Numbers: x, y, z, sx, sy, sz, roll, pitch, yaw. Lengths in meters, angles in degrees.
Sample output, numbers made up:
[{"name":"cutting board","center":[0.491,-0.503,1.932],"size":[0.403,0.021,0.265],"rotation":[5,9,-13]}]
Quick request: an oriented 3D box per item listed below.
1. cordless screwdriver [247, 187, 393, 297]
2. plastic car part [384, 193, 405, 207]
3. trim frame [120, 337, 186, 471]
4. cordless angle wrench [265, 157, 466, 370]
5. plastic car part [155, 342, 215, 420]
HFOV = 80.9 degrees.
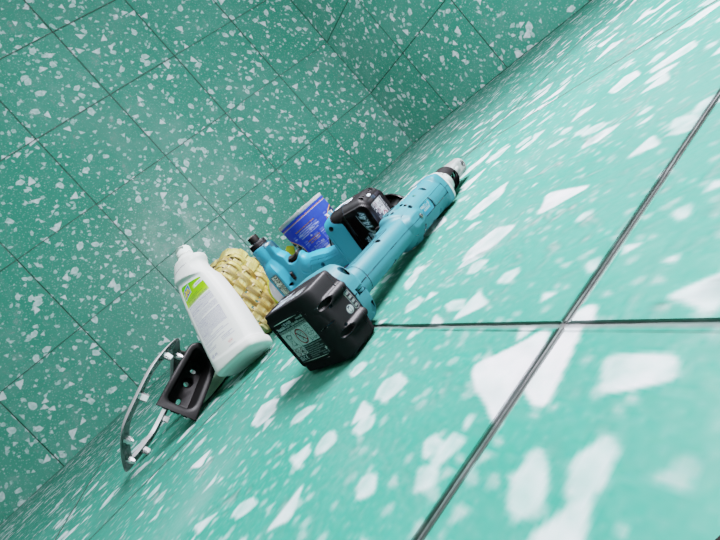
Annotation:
[{"name":"cordless screwdriver","center":[-0.065,-0.043,0.669],"size":[0.254,0.157,0.074],"rotation":[-34,9,34]},{"name":"plastic car part","center":[0.051,-0.097,0.732],"size":[0.067,0.065,0.206],"rotation":[-52,11,-5]},{"name":"trim frame","center":[-0.334,0.218,0.692],"size":[0.187,0.027,0.245],"rotation":[-77,7,-49]},{"name":"cordless angle wrench","center":[0.051,-0.052,0.532],"size":[0.100,0.074,0.418],"rotation":[-33,11,48]},{"name":"plastic car part","center":[-0.287,0.188,0.704],"size":[0.071,0.064,0.118],"rotation":[-46,22,44]}]
